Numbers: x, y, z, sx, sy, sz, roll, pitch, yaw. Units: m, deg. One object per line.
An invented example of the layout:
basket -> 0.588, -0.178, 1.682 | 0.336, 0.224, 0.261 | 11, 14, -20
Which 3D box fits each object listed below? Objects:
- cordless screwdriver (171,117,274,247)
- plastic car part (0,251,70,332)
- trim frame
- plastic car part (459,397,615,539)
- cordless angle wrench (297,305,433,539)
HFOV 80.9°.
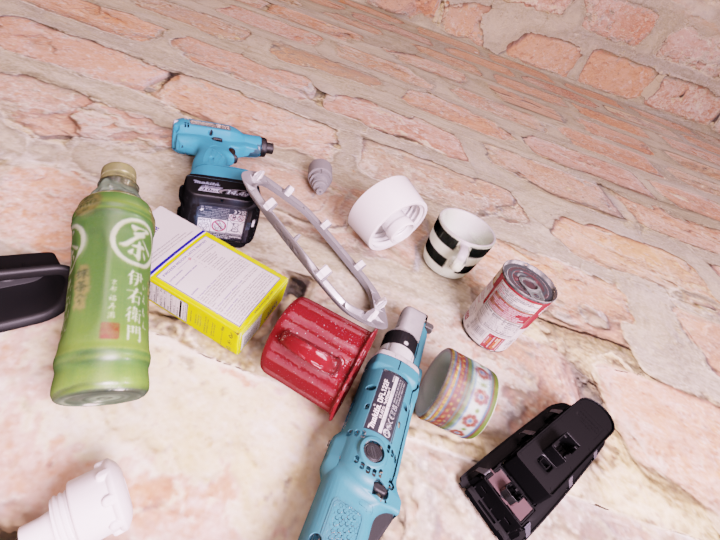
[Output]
cordless screwdriver -> -0.183, -0.137, 0.599 | 0.153, 0.073, 0.261 | 1, 40, -24
plastic car part -> -0.324, 0.012, 0.379 | 0.112, 0.065, 0.075 | -14, 38, -41
trim frame -> -0.049, -0.032, 0.499 | 0.256, 0.028, 0.177 | 52, 15, 15
plastic car part -> 0.188, 0.177, 0.417 | 0.195, 0.066, 0.070 | -13, 45, -39
cordless angle wrench -> 0.002, 0.162, 0.343 | 0.099, 0.073, 0.423 | 26, 37, 2
